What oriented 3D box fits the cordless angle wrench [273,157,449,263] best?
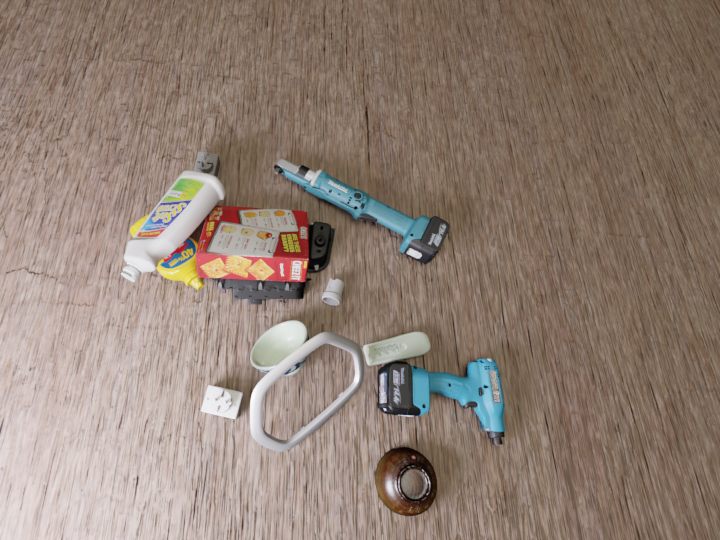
[{"bbox_3d":[-0.010,-0.156,0.974,0.429,0.073,0.098,28,66,7],"label":"cordless angle wrench"}]

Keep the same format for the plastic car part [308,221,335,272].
[{"bbox_3d":[-0.090,-0.059,0.921,0.065,0.070,0.119,8,64,-6],"label":"plastic car part"}]

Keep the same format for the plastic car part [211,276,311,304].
[{"bbox_3d":[-0.200,0.036,0.872,0.201,0.066,0.068,-3,83,-7],"label":"plastic car part"}]

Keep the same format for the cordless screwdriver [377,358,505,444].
[{"bbox_3d":[0.162,0.253,0.820,0.244,0.074,0.163,2,68,-11],"label":"cordless screwdriver"}]

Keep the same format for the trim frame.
[{"bbox_3d":[-0.092,0.218,0.767,0.245,0.029,0.177,-38,118,-21],"label":"trim frame"}]
